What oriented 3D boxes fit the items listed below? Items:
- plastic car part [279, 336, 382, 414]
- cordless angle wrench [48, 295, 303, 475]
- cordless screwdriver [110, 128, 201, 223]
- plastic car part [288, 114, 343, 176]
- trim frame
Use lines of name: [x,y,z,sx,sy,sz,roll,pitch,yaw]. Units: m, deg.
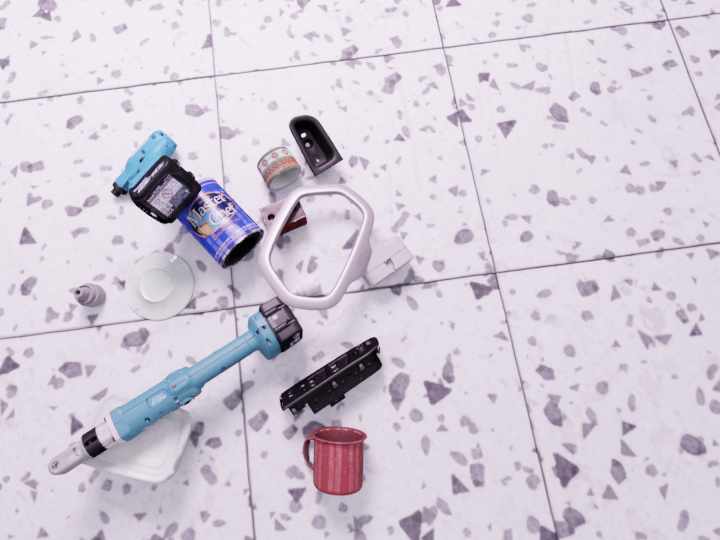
plastic car part: [-0.041,0.190,0.735,0.202,0.067,0.067,-36,92,-7]
cordless angle wrench: [-0.288,0.189,0.683,0.417,0.096,0.077,-32,73,-17]
cordless screwdriver: [-0.382,-0.159,0.759,0.159,0.070,0.263,-46,42,0]
plastic car part: [-0.096,-0.247,0.833,0.065,0.072,0.115,-32,96,-9]
trim frame: [-0.073,-0.048,0.750,0.186,0.027,0.250,21,69,5]
